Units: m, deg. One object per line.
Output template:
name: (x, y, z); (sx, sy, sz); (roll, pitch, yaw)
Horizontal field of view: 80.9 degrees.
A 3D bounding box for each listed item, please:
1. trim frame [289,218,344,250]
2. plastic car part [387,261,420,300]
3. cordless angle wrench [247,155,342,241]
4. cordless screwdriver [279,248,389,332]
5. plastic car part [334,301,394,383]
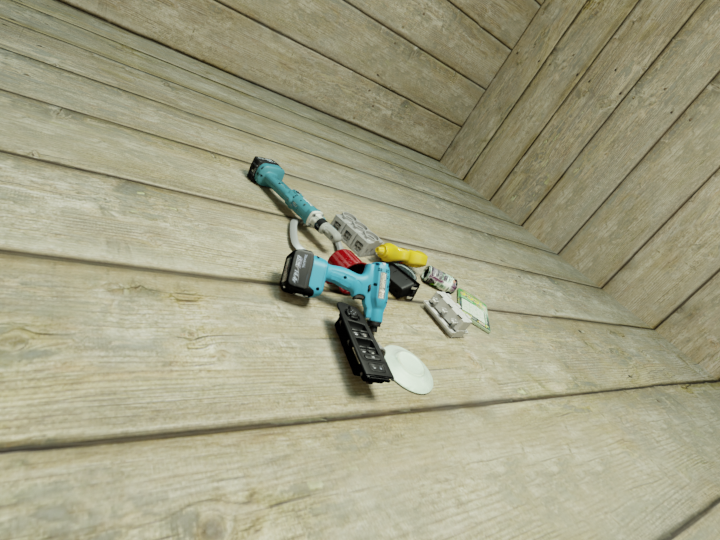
trim frame: (-0.116, -0.076, 1.189); (0.178, 0.027, 0.258); (19, 25, -20)
plastic car part: (0.095, 0.034, 1.179); (0.068, 0.065, 0.122); (-21, 51, -42)
cordless angle wrench: (-0.197, -0.211, 1.269); (0.093, 0.074, 0.446); (0, 35, -48)
cordless screwdriver: (-0.053, 0.044, 0.943); (0.241, 0.161, 0.076); (11, -14, -18)
plastic car part: (-0.005, 0.146, 0.840); (0.064, 0.066, 0.213); (8, 36, -27)
